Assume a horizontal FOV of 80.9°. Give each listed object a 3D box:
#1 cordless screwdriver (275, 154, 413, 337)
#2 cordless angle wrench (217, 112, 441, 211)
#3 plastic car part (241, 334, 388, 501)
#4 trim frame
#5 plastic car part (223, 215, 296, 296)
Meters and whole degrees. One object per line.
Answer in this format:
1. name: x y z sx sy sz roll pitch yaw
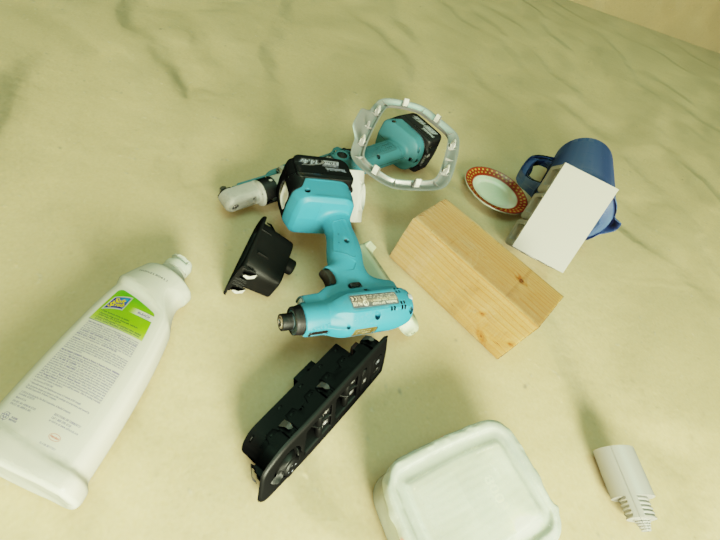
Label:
1. cordless screwdriver: -0.051 -0.033 0.523 0.153 0.074 0.259 -5 55 -28
2. cordless angle wrench: -0.037 -0.172 0.700 0.411 0.073 0.102 -27 65 -32
3. plastic car part: -0.047 0.136 0.439 0.069 0.065 0.200 30 47 17
4. trim frame: 0.076 -0.220 0.711 0.186 0.027 0.250 21 53 3
5. plastic car part: -0.119 -0.014 0.547 0.069 0.067 0.118 32 42 -15
